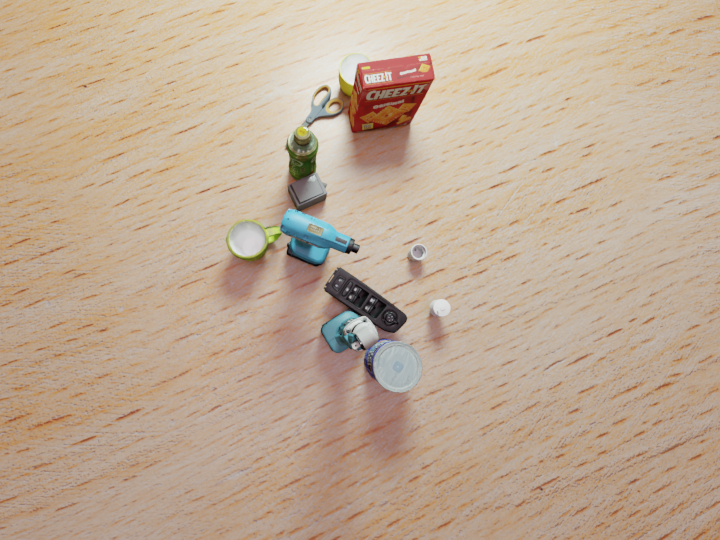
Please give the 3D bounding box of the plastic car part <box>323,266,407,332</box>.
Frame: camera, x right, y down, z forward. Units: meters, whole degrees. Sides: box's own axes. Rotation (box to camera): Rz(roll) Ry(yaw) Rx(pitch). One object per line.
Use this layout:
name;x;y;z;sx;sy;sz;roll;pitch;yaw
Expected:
plastic car part;0.011;0.076;0.994;0.204;0.066;0.066;34;80;3

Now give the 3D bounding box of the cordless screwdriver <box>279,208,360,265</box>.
cordless screwdriver;-0.090;-0.059;0.923;0.159;0.248;0.074;22;81;-3

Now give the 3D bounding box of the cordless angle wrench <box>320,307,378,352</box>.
cordless angle wrench;-0.015;0.119;0.806;0.097;0.422;0.075;-31;88;-10
